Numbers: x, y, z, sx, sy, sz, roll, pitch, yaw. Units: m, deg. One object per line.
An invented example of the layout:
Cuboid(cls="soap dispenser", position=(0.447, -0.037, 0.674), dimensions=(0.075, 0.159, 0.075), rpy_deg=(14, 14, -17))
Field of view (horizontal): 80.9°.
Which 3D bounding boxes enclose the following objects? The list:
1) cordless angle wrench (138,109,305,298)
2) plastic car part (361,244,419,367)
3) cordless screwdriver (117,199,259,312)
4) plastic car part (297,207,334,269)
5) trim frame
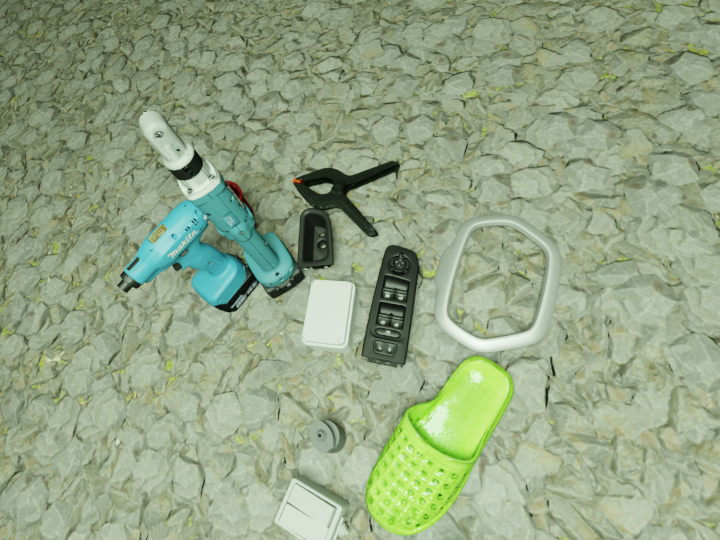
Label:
Cuboid(cls="cordless angle wrench", position=(-0.187, -0.075, 0.624), dimensions=(0.074, 0.405, 0.102), rpy_deg=(-34, 64, -5))
Cuboid(cls="plastic car part", position=(0.055, 0.056, 0.688), dimensions=(0.068, 0.064, 0.206), rpy_deg=(5, 67, 16))
Cuboid(cls="cordless screwdriver", position=(-0.276, 0.005, 0.705), dimensions=(0.078, 0.238, 0.159), rpy_deg=(34, 77, 23))
Cuboid(cls="plastic car part", position=(-0.076, -0.049, 0.773), dimensions=(0.067, 0.068, 0.119), rpy_deg=(-7, 64, 10))
Cuboid(cls="trim frame", position=(0.217, 0.014, 0.686), dimensions=(0.191, 0.026, 0.250), rpy_deg=(14, 69, 21))
